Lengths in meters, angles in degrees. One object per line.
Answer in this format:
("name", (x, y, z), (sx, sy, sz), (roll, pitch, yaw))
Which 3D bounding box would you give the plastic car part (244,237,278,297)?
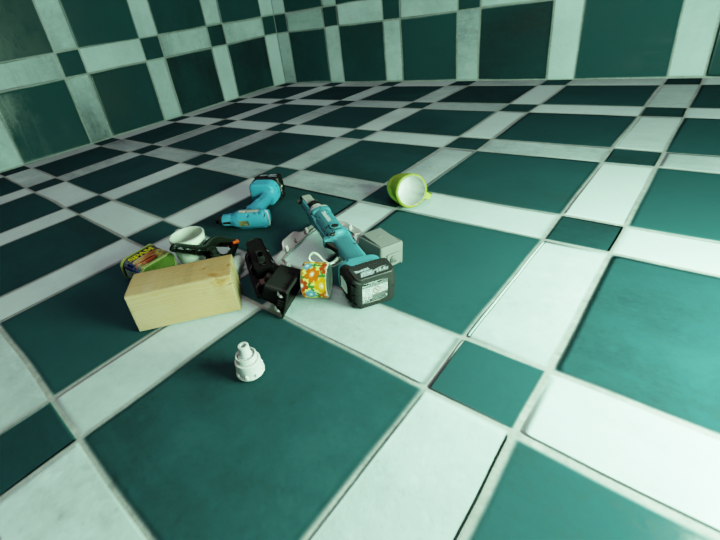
("plastic car part", (-0.229, -0.018, 0.964), (0.065, 0.064, 0.213), (-23, 32, -11))

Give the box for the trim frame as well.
("trim frame", (-0.101, -0.066, 1.032), (0.192, 0.026, 0.247), (8, 38, 27))

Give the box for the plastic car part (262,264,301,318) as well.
("plastic car part", (-0.161, 0.029, 0.849), (0.071, 0.065, 0.118), (16, 33, 2))

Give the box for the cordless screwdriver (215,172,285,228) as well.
("cordless screwdriver", (-0.322, -0.204, 1.266), (0.162, 0.071, 0.253), (-3, 37, 11))

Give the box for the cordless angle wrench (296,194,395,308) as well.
("cordless angle wrench", (-0.058, -0.078, 0.959), (0.096, 0.072, 0.446), (-17, 38, -16))
